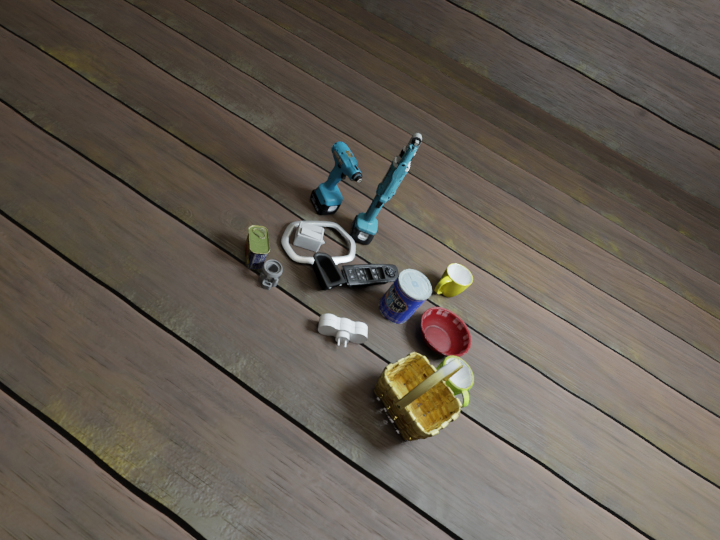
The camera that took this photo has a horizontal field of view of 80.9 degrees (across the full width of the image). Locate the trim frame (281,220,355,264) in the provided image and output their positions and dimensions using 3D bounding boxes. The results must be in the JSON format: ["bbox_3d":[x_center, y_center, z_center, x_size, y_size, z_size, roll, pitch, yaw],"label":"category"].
[{"bbox_3d":[-0.131,-0.086,1.338,0.240,0.027,0.192,-2,53,-24],"label":"trim frame"}]

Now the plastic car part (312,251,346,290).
[{"bbox_3d":[-0.104,0.010,1.238,0.063,0.070,0.121,-12,58,-33],"label":"plastic car part"}]

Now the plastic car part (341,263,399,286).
[{"bbox_3d":[0.029,0.021,1.288,0.196,0.067,0.069,-6,56,-27],"label":"plastic car part"}]

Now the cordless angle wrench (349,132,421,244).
[{"bbox_3d":[0.078,-0.244,1.290,0.073,0.421,0.100,22,47,-11],"label":"cordless angle wrench"}]

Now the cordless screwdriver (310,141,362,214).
[{"bbox_3d":[-0.074,-0.274,1.371,0.071,0.248,0.166,-9,58,-32],"label":"cordless screwdriver"}]
